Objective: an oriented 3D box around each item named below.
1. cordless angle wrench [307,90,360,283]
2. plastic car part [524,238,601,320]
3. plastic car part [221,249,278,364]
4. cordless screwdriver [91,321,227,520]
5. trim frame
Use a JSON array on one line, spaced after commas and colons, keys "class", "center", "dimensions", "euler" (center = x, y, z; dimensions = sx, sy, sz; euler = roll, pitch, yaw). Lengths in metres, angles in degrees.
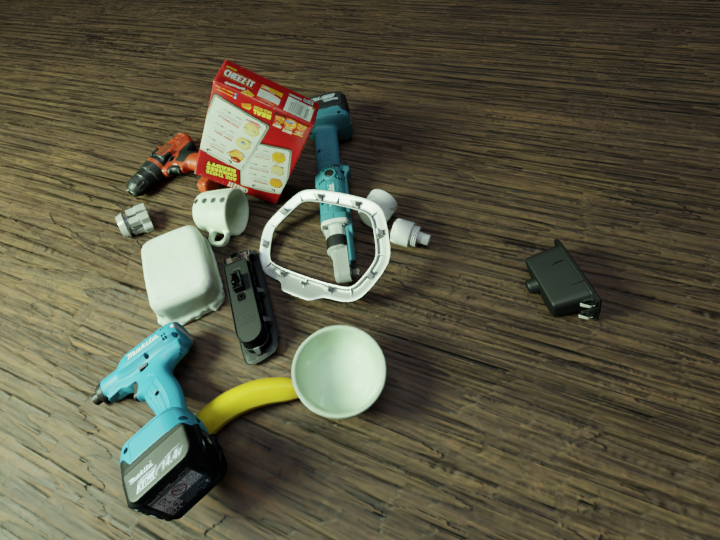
[{"class": "cordless angle wrench", "center": [-0.050, -0.164, 0.780], "dimensions": [0.099, 0.071, 0.437], "euler": [-11, 57, 7]}, {"class": "plastic car part", "center": [0.279, 0.019, 0.608], "dimensions": [0.072, 0.062, 0.121], "euler": [-24, 51, 8]}, {"class": "plastic car part", "center": [-0.177, 0.044, 0.662], "dimensions": [0.066, 0.064, 0.212], "euler": [-19, 58, -6]}, {"class": "cordless screwdriver", "center": [-0.273, 0.190, 0.544], "dimensions": [0.159, 0.070, 0.263], "euler": [-39, 42, -6]}, {"class": "trim frame", "center": [-0.067, -0.044, 0.680], "dimensions": [0.261, 0.026, 0.184], "euler": [17, 81, 31]}]
